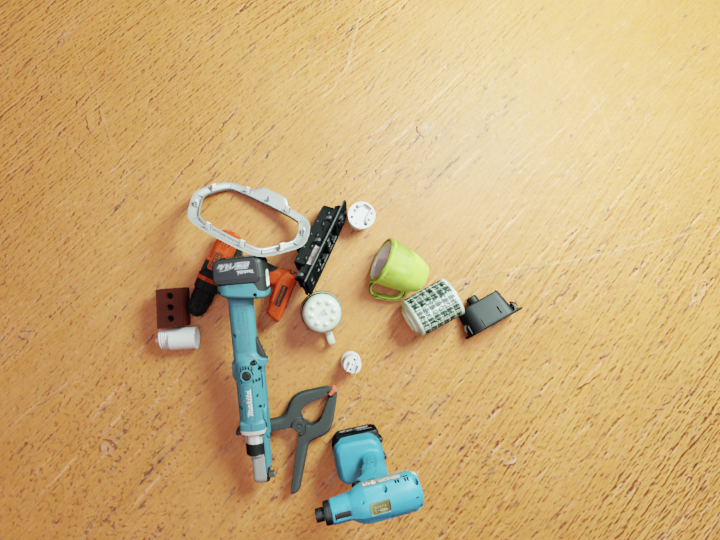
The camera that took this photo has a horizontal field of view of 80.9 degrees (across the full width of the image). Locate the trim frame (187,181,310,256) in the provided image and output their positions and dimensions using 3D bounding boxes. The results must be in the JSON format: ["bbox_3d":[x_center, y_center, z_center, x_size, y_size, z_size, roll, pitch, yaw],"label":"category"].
[{"bbox_3d":[-0.215,-0.107,0.819,0.255,0.027,0.183,25,41,13],"label":"trim frame"}]

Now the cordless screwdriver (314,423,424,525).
[{"bbox_3d":[-0.009,0.345,0.716,0.157,0.251,0.075,-11,88,-11],"label":"cordless screwdriver"}]

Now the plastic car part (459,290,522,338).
[{"bbox_3d":[0.248,0.080,0.850,0.116,0.064,0.073,-26,72,-1],"label":"plastic car part"}]

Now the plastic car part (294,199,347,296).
[{"bbox_3d":[-0.082,-0.054,0.839,0.070,0.063,0.203,17,66,24],"label":"plastic car part"}]

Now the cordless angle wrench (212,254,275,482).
[{"bbox_3d":[-0.204,0.185,0.782,0.098,0.074,0.421,-5,92,1],"label":"cordless angle wrench"}]
